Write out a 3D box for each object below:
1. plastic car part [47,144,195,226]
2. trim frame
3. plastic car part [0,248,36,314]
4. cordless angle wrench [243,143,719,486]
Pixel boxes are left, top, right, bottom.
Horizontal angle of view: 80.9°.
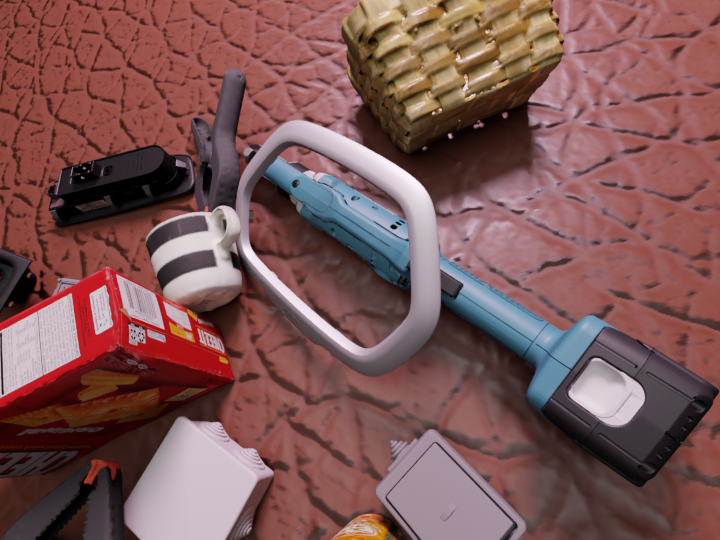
[{"bbox_3d":[-0.300,-0.112,0.517,0.206,0.064,0.068,-8,60,9],"label":"plastic car part"},{"bbox_3d":[-0.036,-0.023,0.366,0.262,0.026,0.182,36,116,32],"label":"trim frame"},{"bbox_3d":[-0.437,0.004,0.498,0.118,0.070,0.066,21,74,4],"label":"plastic car part"},{"bbox_3d":[0.037,-0.015,0.372,0.445,0.093,0.074,36,98,29],"label":"cordless angle wrench"}]
